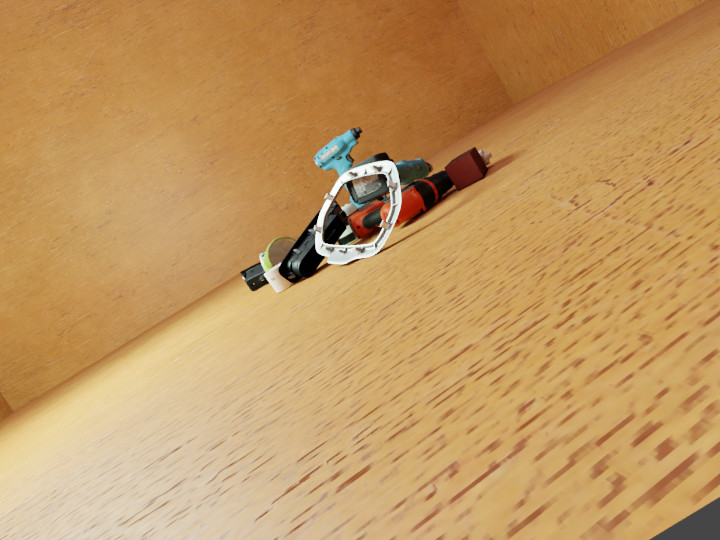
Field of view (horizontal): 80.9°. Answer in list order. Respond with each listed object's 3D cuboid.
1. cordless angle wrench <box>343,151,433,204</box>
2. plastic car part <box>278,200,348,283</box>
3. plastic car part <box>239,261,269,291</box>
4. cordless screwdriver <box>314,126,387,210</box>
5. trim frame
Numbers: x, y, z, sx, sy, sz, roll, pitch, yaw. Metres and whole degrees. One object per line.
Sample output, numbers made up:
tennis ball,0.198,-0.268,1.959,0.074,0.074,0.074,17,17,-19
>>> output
cordless angle wrench,0.098,-0.222,0.964,0.101,0.074,0.412,-21,5,30
plastic car part,-0.084,-0.055,0.855,0.071,0.063,0.202,16,60,44
plastic car part,-0.271,0.017,1.163,0.118,0.064,0.073,-26,23,11
cordless screwdriver,-0.004,-0.271,1.203,0.162,0.247,0.073,-34,3,26
trim frame,-0.014,-0.098,0.729,0.026,0.185,0.260,19,-7,-34
